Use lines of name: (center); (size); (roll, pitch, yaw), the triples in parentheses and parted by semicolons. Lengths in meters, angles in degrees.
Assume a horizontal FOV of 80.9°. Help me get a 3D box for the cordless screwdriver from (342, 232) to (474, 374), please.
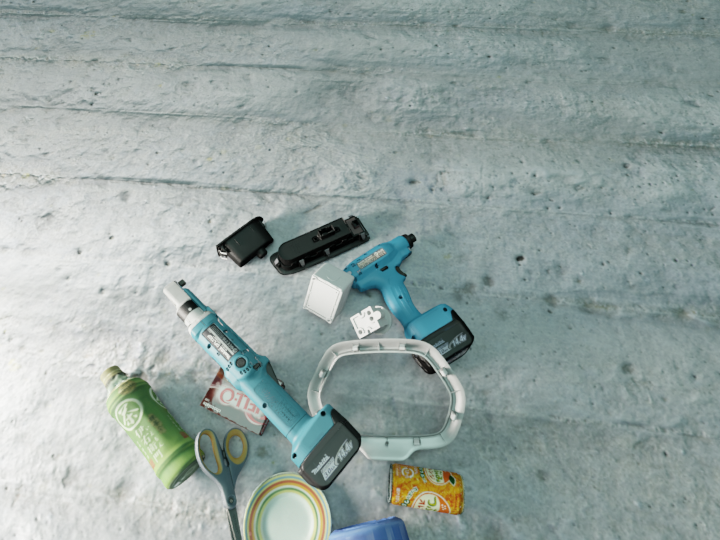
cordless screwdriver: (0.100, 0.046, 0.761); (0.157, 0.072, 0.260); (-33, 62, -14)

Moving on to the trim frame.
trim frame: (0.035, 0.201, 0.666); (0.253, 0.027, 0.185); (-4, 86, 12)

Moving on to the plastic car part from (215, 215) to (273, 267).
plastic car part: (-0.220, -0.051, 0.840); (0.115, 0.066, 0.072); (-38, 84, -20)

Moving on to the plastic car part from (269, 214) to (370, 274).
plastic car part: (-0.081, -0.053, 0.830); (0.201, 0.065, 0.068); (-26, 73, -8)

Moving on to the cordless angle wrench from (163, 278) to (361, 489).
cordless angle wrench: (-0.185, 0.156, 0.680); (0.440, 0.072, 0.097); (38, 66, 21)
